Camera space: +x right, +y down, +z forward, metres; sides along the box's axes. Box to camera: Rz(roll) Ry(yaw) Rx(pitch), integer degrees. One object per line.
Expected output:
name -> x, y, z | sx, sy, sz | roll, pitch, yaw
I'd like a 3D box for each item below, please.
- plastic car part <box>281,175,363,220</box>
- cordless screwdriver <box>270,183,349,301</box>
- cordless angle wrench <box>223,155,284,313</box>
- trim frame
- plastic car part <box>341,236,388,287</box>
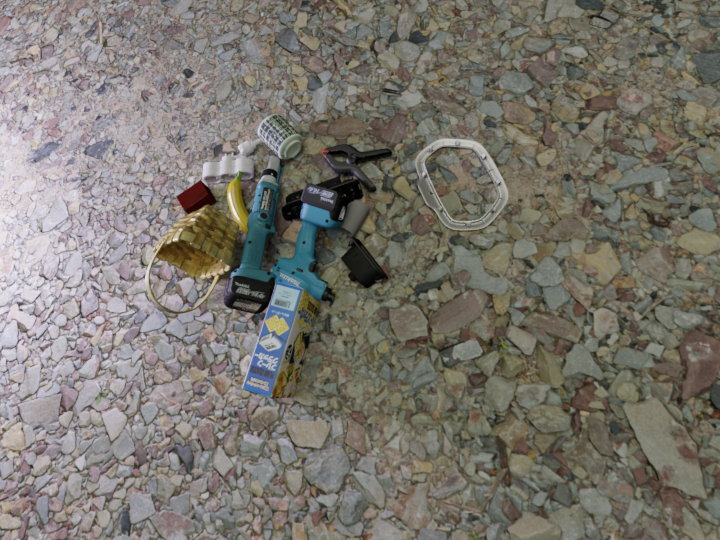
plastic car part -> -0.101, -0.182, 1.028 | 0.204, 0.063, 0.070 | -22, 61, 4
cordless screwdriver -> -0.093, -0.061, 0.951 | 0.165, 0.072, 0.248 | 25, 99, 17
cordless angle wrench -> -0.231, -0.111, 0.987 | 0.095, 0.075, 0.434 | 15, 56, -19
trim frame -> 0.230, -0.207, 0.987 | 0.185, 0.026, 0.255 | -21, 71, 5
plastic car part -> 0.000, -0.009, 0.956 | 0.071, 0.063, 0.120 | -38, 73, 13
